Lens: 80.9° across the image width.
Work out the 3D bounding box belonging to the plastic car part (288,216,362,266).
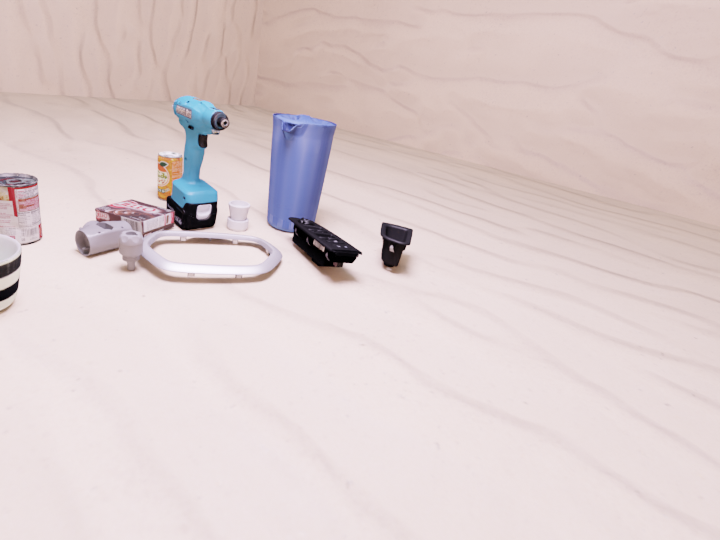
[{"bbox_3d":[-0.078,-0.051,0.797,0.064,0.066,0.215,-4,28,-31],"label":"plastic car part"}]

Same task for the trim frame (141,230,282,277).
[{"bbox_3d":[-0.258,-0.033,0.737,0.241,0.027,0.193,0,26,-22],"label":"trim frame"}]

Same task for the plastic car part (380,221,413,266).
[{"bbox_3d":[0.064,-0.045,0.833,0.067,0.070,0.117,13,24,4],"label":"plastic car part"}]

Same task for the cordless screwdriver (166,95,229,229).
[{"bbox_3d":[-0.309,-0.199,0.816,0.071,0.245,0.168,-12,32,-44],"label":"cordless screwdriver"}]
